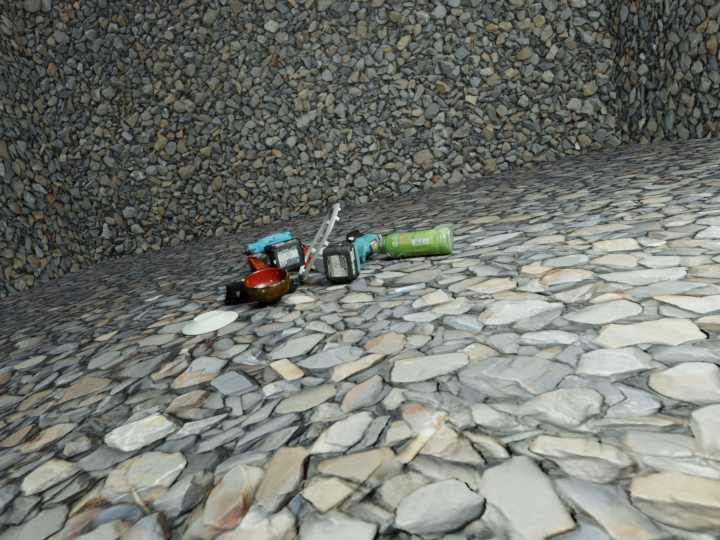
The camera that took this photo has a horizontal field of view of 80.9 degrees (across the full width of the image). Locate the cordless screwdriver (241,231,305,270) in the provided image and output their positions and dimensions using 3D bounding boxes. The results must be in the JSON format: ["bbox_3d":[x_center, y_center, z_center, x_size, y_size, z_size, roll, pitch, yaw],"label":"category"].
[{"bbox_3d":[-0.255,-0.055,1.218,0.156,0.073,0.259,-17,18,-16],"label":"cordless screwdriver"}]

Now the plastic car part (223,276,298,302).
[{"bbox_3d":[-0.270,0.045,1.110,0.205,0.065,0.067,-14,18,7],"label":"plastic car part"}]

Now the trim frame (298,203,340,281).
[{"bbox_3d":[-0.113,-0.074,1.160,0.027,0.247,0.189,24,19,-14],"label":"trim frame"}]

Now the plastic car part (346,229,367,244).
[{"bbox_3d":[0.003,-0.102,1.453,0.074,0.065,0.113,11,19,26],"label":"plastic car part"}]

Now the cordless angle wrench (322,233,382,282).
[{"bbox_3d":[0.002,-0.062,1.220,0.076,0.097,0.415,-6,12,18],"label":"cordless angle wrench"}]
